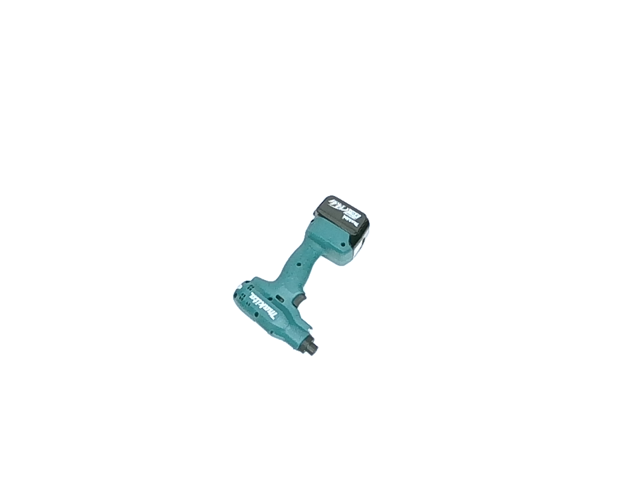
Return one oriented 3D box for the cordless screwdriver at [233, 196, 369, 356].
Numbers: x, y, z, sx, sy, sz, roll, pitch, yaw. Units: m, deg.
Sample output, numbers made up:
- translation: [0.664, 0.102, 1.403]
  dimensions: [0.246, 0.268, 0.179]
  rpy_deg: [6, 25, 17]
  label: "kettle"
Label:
- translation: [-0.006, 0.056, 0.702]
  dimensions: [0.159, 0.248, 0.074]
  rpy_deg: [37, -18, 16]
  label: "cordless screwdriver"
